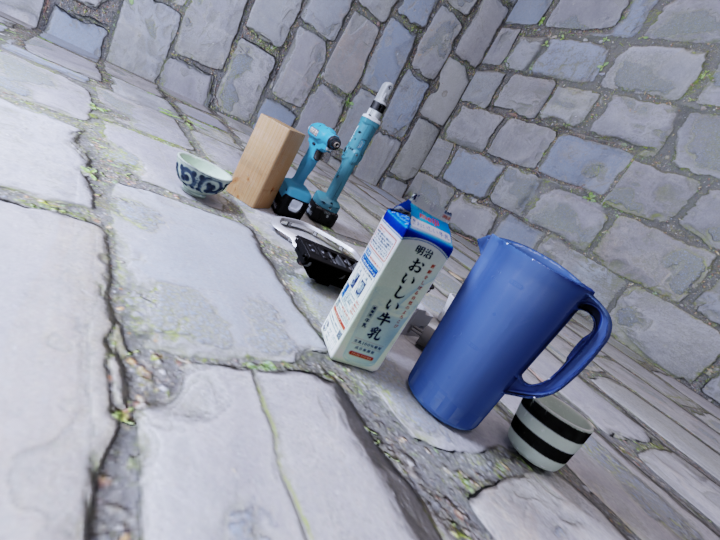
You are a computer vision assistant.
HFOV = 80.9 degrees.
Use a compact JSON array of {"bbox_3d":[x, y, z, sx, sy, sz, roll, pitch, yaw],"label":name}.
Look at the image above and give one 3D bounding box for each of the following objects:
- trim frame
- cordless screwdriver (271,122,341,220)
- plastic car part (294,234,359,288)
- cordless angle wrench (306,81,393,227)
[{"bbox_3d":[-0.094,-0.062,0.962,0.253,0.027,0.181,31,16,8],"label":"trim frame"},{"bbox_3d":[-0.132,-0.241,1.053,0.071,0.248,0.167,21,18,-31],"label":"cordless screwdriver"},{"bbox_3d":[-0.041,0.002,0.777,0.192,0.067,0.070,17,19,-36],"label":"plastic car part"},{"bbox_3d":[-0.022,-0.324,1.179,0.071,0.422,0.102,23,17,-25],"label":"cordless angle wrench"}]
